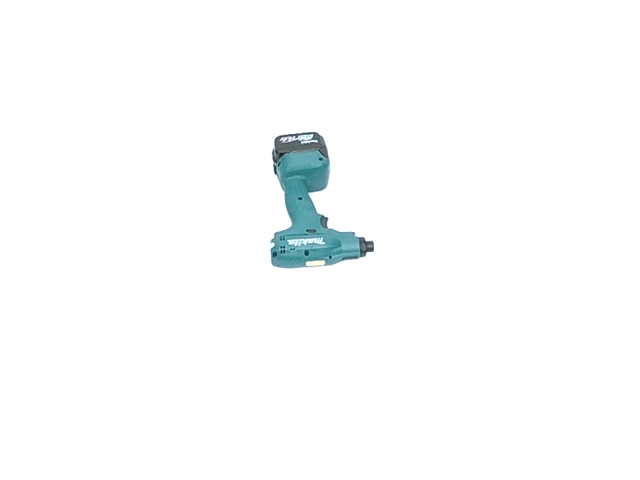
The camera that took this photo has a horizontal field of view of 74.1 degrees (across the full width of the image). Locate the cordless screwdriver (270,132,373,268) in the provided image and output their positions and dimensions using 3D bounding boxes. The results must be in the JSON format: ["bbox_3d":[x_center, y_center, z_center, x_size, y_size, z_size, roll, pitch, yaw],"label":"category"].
[{"bbox_3d":[-0.005,-0.068,0.709,0.159,0.248,0.074,-3,-32,-3],"label":"cordless screwdriver"}]
